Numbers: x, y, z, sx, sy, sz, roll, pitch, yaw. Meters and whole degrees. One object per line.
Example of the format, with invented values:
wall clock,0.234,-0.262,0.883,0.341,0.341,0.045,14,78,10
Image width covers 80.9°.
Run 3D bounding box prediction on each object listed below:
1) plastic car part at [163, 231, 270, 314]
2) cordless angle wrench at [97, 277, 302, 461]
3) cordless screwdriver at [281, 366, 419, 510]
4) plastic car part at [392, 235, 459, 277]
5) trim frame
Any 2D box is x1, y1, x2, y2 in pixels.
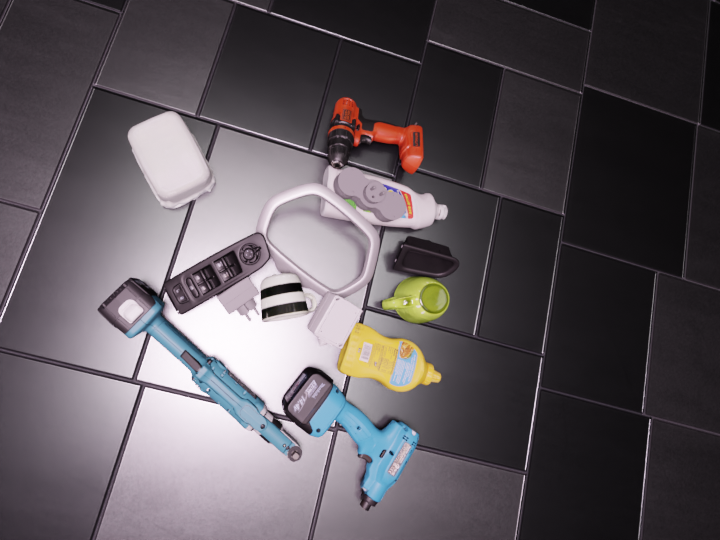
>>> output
plastic car part,-0.245,0.004,0.757,0.204,0.065,0.067,-30,82,9
cordless angle wrench,-0.260,0.182,0.731,0.419,0.099,0.074,44,77,-4
cordless screwdriver,-0.031,0.295,0.750,0.246,0.075,0.159,36,77,-6
plastic car part,0.127,-0.033,0.832,0.115,0.065,0.073,11,41,-8
trim frame,-0.077,-0.050,0.789,0.241,0.028,0.184,39,97,-16
